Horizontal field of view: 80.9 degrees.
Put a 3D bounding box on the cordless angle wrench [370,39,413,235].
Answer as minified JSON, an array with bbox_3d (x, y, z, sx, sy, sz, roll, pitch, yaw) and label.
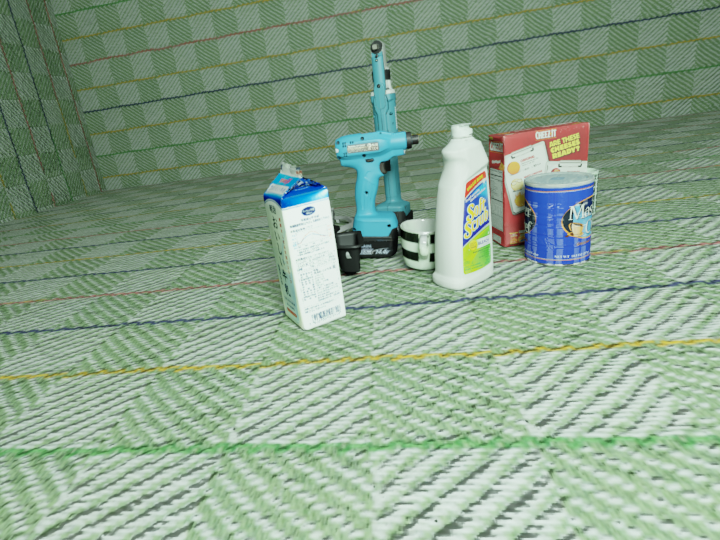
[{"bbox_3d":[0.060,-0.288,0.952,0.077,0.413,0.097,0,19,22],"label":"cordless angle wrench"}]

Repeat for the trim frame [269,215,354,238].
[{"bbox_3d":[-0.115,-0.105,1.087,0.194,0.027,0.241,13,30,44],"label":"trim frame"}]

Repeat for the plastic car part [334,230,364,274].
[{"bbox_3d":[-0.022,-0.029,0.798,0.066,0.069,0.119,-8,20,-2],"label":"plastic car part"}]

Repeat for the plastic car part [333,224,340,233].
[{"bbox_3d":[-0.088,-0.058,0.902,0.068,0.065,0.203,-3,21,14],"label":"plastic car part"}]

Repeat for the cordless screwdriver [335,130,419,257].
[{"bbox_3d":[0.043,-0.153,0.848,0.162,0.243,0.075,-4,18,10],"label":"cordless screwdriver"}]
